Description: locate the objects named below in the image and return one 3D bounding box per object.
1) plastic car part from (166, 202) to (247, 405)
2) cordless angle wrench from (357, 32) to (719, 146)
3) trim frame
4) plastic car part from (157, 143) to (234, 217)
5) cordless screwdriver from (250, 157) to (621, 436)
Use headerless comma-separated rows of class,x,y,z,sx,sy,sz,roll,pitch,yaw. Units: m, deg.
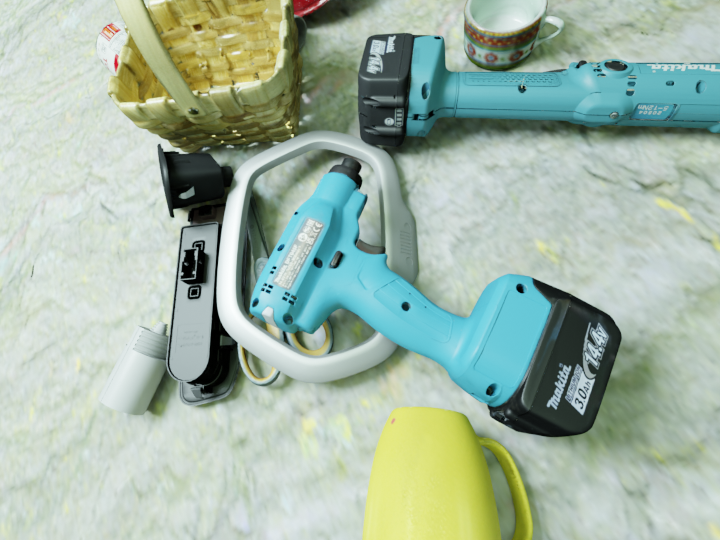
plastic car part,-0.146,0.021,0.402,0.067,0.065,0.207,-5,72,2
cordless angle wrench,0.212,-0.158,0.375,0.431,0.071,0.100,6,55,11
trim frame,-0.038,-0.025,0.394,0.185,0.027,0.254,-1,68,2
plastic car part,-0.167,-0.093,0.431,0.069,0.064,0.123,-14,25,-25
cordless screwdriver,0.054,0.010,0.332,0.255,0.072,0.160,22,71,12
